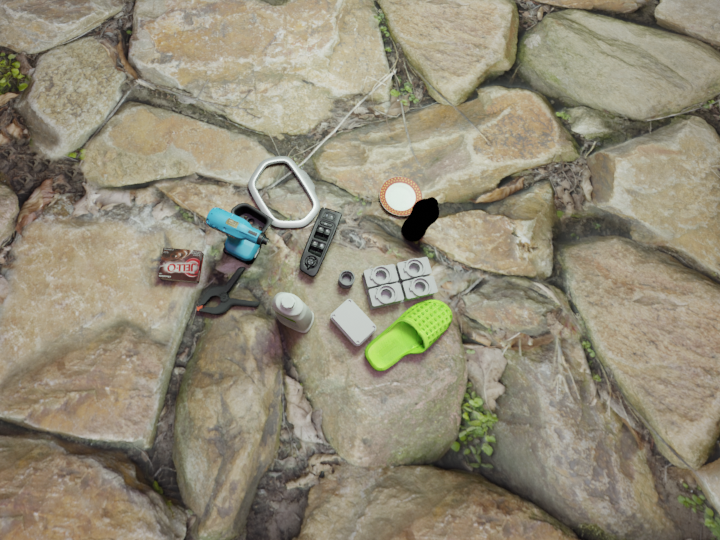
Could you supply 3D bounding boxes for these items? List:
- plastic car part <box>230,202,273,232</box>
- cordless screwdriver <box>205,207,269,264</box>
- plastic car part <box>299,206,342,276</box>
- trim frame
[{"bbox_3d":[-0.315,-0.145,1.230,0.118,0.070,0.066,34,75,7],"label":"plastic car part"},{"bbox_3d":[-0.306,-0.078,1.118,0.161,0.246,0.074,25,75,2],"label":"cordless screwdriver"},{"bbox_3d":[-0.119,-0.078,1.215,0.067,0.066,0.204,20,74,2],"label":"plastic car part"},{"bbox_3d":[-0.229,-0.238,1.281,0.182,0.027,0.254,-32,76,-10],"label":"trim frame"}]
